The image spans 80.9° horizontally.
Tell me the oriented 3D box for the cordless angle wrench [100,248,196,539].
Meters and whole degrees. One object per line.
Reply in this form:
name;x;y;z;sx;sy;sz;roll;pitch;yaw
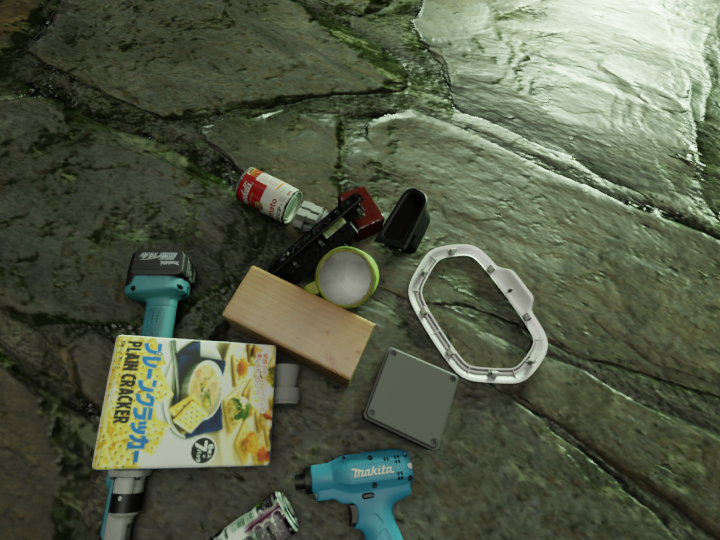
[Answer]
cordless angle wrench;-0.319;0.175;0.622;0.098;0.073;0.433;-1;67;-2

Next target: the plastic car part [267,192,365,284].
plastic car part;-0.069;-0.045;0.702;0.204;0.064;0.069;-36;25;6

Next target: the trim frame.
trim frame;0.190;0.064;0.692;0.182;0.027;0.258;-25;65;-12

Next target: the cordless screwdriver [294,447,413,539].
cordless screwdriver;0.006;0.365;0.526;0.158;0.072;0.257;-8;61;-4

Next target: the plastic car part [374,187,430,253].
plastic car part;0.088;-0.076;0.735;0.070;0.067;0.116;18;69;41
